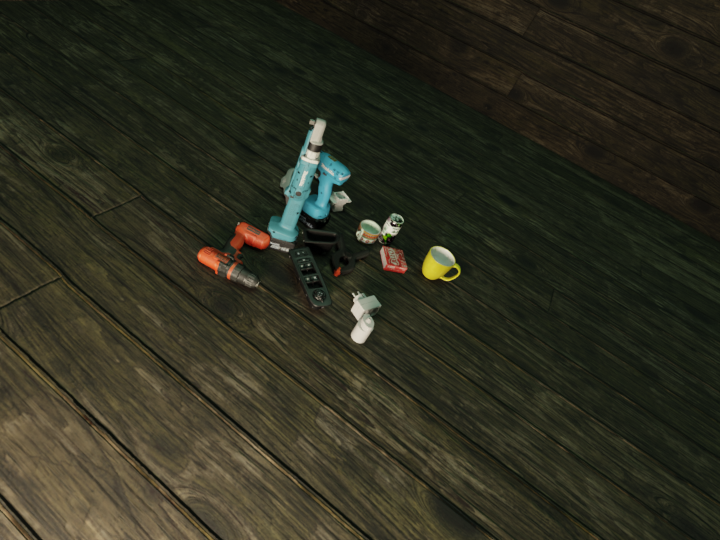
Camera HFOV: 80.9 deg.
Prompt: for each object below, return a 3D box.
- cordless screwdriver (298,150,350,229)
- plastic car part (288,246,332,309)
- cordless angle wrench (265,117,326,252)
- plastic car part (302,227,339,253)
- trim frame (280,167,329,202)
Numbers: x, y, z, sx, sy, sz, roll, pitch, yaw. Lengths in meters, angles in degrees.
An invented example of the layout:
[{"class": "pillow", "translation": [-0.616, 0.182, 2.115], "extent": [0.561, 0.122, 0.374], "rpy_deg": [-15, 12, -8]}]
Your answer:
[{"class": "cordless screwdriver", "translation": [-0.138, -0.261, 1.347], "extent": [0.165, 0.247, 0.072], "rpy_deg": [43, 42, 18]}, {"class": "plastic car part", "translation": [-0.144, 0.028, 1.170], "extent": [0.064, 0.066, 0.213], "rpy_deg": [-6, 48, -32]}, {"class": "cordless angle wrench", "translation": [-0.170, -0.224, 1.159], "extent": [0.096, 0.420, 0.076], "rpy_deg": [17, 41, -13]}, {"class": "plastic car part", "translation": [-0.127, -0.083, 1.295], "extent": [0.113, 0.070, 0.069], "rpy_deg": [7, 44, -20]}, {"class": "trim frame", "translation": [-0.198, -0.301, 1.532], "extent": [0.180, 0.027, 0.256], "rpy_deg": [13, 41, -13]}]
